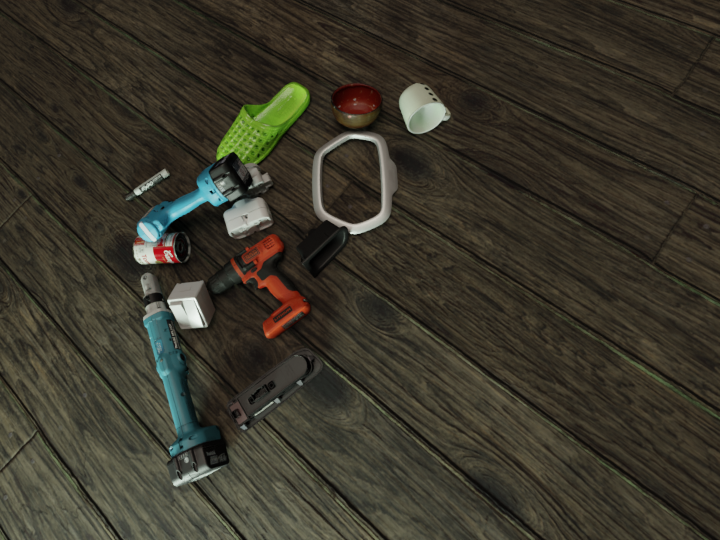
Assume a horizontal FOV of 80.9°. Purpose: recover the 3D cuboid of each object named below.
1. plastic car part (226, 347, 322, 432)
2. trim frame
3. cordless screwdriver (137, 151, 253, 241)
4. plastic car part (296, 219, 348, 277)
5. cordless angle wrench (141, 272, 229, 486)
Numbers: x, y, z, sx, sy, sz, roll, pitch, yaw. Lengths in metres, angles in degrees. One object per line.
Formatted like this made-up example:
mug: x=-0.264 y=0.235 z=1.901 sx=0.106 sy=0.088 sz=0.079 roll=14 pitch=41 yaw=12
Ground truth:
plastic car part: x=-0.167 y=0.217 z=0.795 sx=0.202 sy=0.064 sz=0.069 roll=-36 pitch=64 yaw=-4
trim frame: x=-0.014 y=-0.195 z=0.912 sx=0.187 sy=0.026 sz=0.254 roll=-6 pitch=70 yaw=11
cordless screwdriver: x=-0.352 y=-0.161 z=0.904 sx=0.251 sy=0.071 sz=0.164 roll=-28 pitch=28 yaw=11
plastic car part: x=-0.085 y=-0.056 z=0.869 sx=0.075 sy=0.063 sz=0.116 roll=37 pitch=80 yaw=32
cordless angle wrench: x=-0.371 y=0.185 z=0.834 sx=0.074 sy=0.094 sz=0.439 roll=-30 pitch=66 yaw=3
